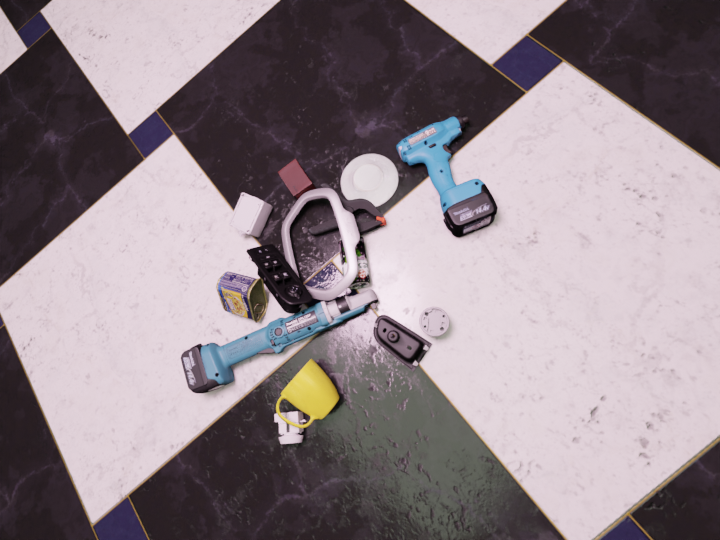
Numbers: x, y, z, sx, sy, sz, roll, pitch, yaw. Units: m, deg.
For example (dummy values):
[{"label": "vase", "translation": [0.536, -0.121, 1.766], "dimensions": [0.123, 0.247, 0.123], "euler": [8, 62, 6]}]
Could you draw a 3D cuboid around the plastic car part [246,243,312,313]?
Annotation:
[{"label": "plastic car part", "translation": [-0.174, 0.022, 0.888], "dimensions": [0.215, 0.063, 0.066], "euler": [41, 127, 42]}]

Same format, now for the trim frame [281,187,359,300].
[{"label": "trim frame", "translation": [-0.087, -0.057, 0.892], "dimensions": [0.189, 0.026, 0.256], "euler": [-27, 65, 28]}]

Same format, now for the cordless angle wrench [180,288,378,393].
[{"label": "cordless angle wrench", "translation": [-0.163, 0.132, 0.878], "dimensions": [0.425, 0.072, 0.101], "euler": [-24, 72, 5]}]

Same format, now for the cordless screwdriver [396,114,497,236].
[{"label": "cordless screwdriver", "translation": [0.198, -0.203, 0.870], "dimensions": [0.160, 0.071, 0.258], "euler": [-28, 67, 5]}]

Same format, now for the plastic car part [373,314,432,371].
[{"label": "plastic car part", "translation": [0.071, 0.133, 0.815], "dimensions": [0.120, 0.069, 0.066], "euler": [34, 85, 16]}]
